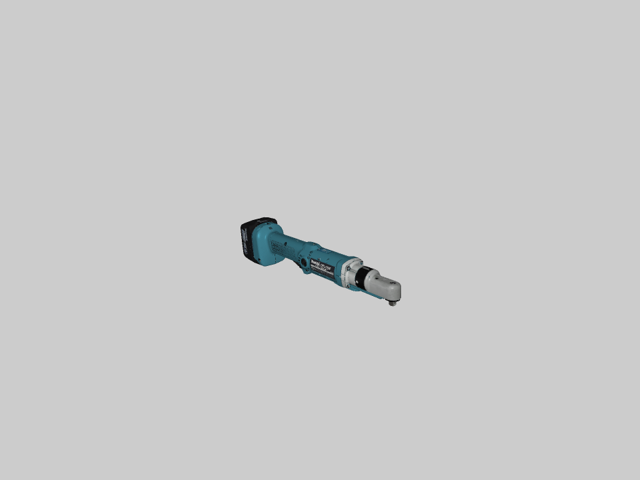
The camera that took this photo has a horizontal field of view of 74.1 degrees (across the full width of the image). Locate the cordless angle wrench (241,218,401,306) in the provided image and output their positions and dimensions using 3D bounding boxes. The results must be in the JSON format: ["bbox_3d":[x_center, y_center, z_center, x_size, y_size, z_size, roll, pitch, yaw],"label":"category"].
[{"bbox_3d":[-0.013,0.038,0.832,0.074,0.098,0.423,-19,24,-38],"label":"cordless angle wrench"}]
